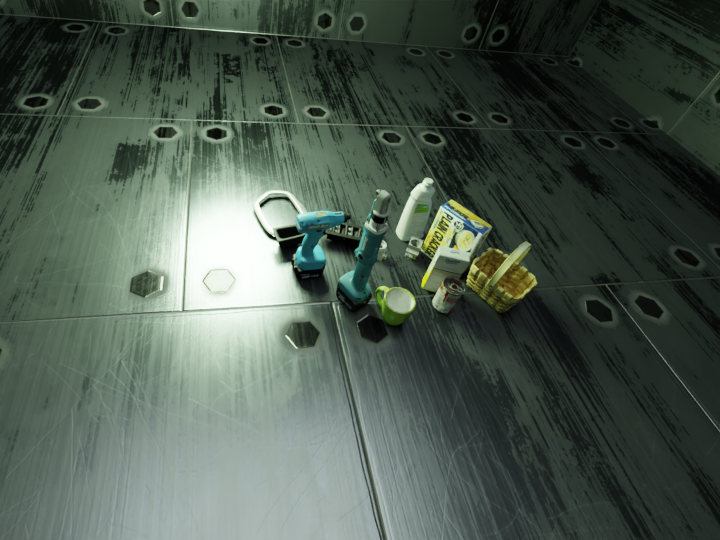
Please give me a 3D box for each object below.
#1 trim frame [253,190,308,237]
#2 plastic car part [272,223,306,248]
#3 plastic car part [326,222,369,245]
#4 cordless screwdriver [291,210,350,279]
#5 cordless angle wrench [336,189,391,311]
[{"bbox_3d":[-0.274,-0.200,1.498,0.179,0.027,0.261,-19,54,-25],"label":"trim frame"},{"bbox_3d":[-0.228,-0.107,1.393,0.113,0.069,0.069,-11,52,-21],"label":"plastic car part"},{"bbox_3d":[-0.049,-0.123,1.442,0.202,0.065,0.068,10,47,-2],"label":"plastic car part"},{"bbox_3d":[-0.124,-0.081,1.270,0.155,0.244,0.078,-8,52,-21],"label":"cordless screwdriver"},{"bbox_3d":[0.018,-0.047,1.149,0.072,0.415,0.102,-28,62,-34],"label":"cordless angle wrench"}]
